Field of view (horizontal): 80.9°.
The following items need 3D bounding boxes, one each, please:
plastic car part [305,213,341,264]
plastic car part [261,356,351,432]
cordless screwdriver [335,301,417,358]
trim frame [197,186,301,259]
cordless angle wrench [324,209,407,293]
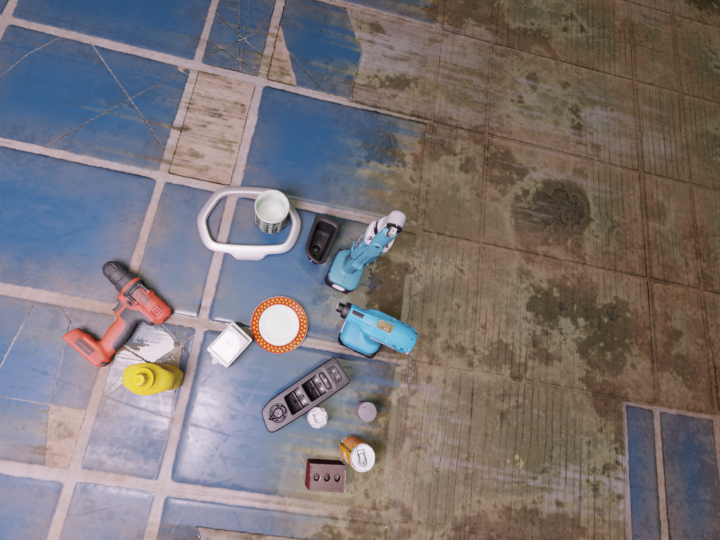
[{"bbox_3d":[-0.100,-0.065,1.019,0.065,0.071,0.117,22,72,-6],"label":"plastic car part"},{"bbox_3d":[-0.124,0.270,0.921,0.200,0.067,0.067,-32,84,-16],"label":"plastic car part"},{"bbox_3d":[0.003,0.122,0.889,0.158,0.249,0.075,27,73,-6],"label":"cordless screwdriver"},{"bbox_3d":[-0.269,-0.117,1.028,0.245,0.027,0.187,1,74,-9],"label":"trim frame"},{"bbox_3d":[0.008,-0.037,0.844,0.074,0.424,0.098,26,73,-8],"label":"cordless angle wrench"}]
